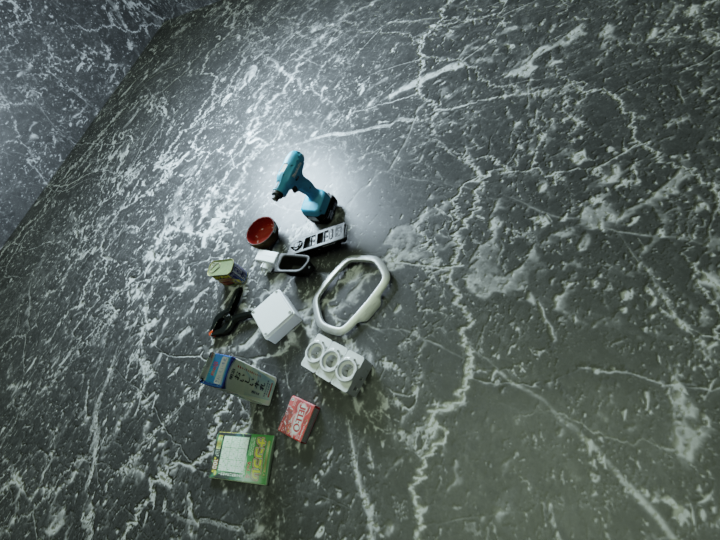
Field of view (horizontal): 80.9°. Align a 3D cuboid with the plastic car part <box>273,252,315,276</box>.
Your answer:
[{"bbox_3d":[-0.184,-0.007,1.244,0.122,0.067,0.066,4,64,31],"label":"plastic car part"}]

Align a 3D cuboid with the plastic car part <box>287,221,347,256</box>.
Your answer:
[{"bbox_3d":[-0.123,-0.080,1.256,0.209,0.063,0.068,-14,56,22],"label":"plastic car part"}]

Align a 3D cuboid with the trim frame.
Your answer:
[{"bbox_3d":[-0.028,0.061,1.138,0.248,0.026,0.195,-49,50,-6],"label":"trim frame"}]

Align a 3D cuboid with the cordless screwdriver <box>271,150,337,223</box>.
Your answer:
[{"bbox_3d":[-0.169,-0.218,1.255,0.078,0.235,0.160,8,66,32],"label":"cordless screwdriver"}]
